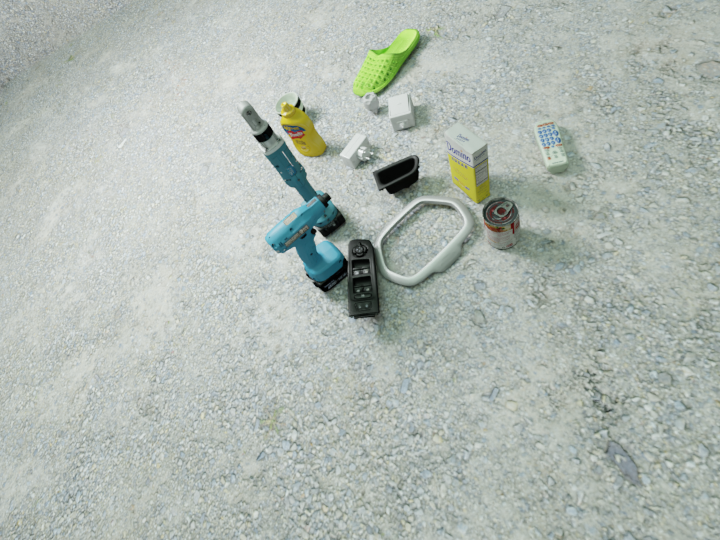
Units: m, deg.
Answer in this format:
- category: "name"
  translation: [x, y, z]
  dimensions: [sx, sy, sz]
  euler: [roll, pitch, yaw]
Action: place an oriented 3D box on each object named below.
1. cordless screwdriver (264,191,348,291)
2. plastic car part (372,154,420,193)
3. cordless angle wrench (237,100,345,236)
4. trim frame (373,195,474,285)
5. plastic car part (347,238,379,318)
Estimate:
- category: "cordless screwdriver"
  translation: [-0.092, -0.060, 0.942]
  dimensions: [0.159, 0.236, 0.078]
  euler: [-41, 56, -2]
- category: "plastic car part"
  translation: [0.099, -0.229, 1.050]
  dimensions: [0.118, 0.067, 0.068]
  euler: [-21, 57, 13]
- category: "cordless angle wrench"
  translation: [-0.152, -0.219, 0.955]
  dimensions: [0.074, 0.401, 0.103]
  euler: [-38, 56, -1]
- category: "trim frame"
  translation: [0.141, -0.073, 0.970]
  dimensions: [0.248, 0.026, 0.194]
  euler: [-44, 54, -3]
- category: "plastic car part"
  translation: [0.009, 0.019, 0.957]
  dimensions: [0.068, 0.063, 0.209]
  euler: [-14, 58, 16]
